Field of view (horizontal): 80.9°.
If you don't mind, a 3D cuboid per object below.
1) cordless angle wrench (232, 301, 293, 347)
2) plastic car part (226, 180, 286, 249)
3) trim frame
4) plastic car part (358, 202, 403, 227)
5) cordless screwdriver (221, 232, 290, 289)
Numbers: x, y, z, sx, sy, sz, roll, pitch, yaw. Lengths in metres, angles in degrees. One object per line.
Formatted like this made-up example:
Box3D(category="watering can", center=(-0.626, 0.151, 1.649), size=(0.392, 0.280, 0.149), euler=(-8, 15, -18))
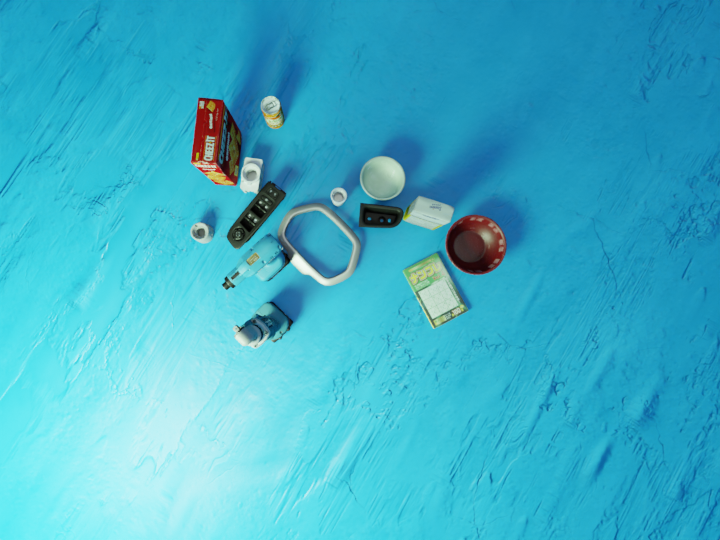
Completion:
Box3D(category="cordless angle wrench", center=(-0.220, 0.128, 0.947), size=(0.098, 0.422, 0.074), euler=(43, 85, -1))
Box3D(category="plastic car part", center=(-0.287, -0.146, 1.155), size=(0.067, 0.067, 0.203), euler=(40, 86, 1))
Box3D(category="trim frame", center=(-0.114, -0.074, 1.164), size=(0.251, 0.027, 0.184), euler=(45, 86, 5))
Box3D(category="plastic car part", center=(0.053, -0.142, 1.146), size=(0.117, 0.070, 0.066), euler=(5, 86, 0))
Box3D(category="cordless screwdriver", center=(-0.255, -0.011, 1.049), size=(0.159, 0.248, 0.075), euler=(-43, 91, -5))
